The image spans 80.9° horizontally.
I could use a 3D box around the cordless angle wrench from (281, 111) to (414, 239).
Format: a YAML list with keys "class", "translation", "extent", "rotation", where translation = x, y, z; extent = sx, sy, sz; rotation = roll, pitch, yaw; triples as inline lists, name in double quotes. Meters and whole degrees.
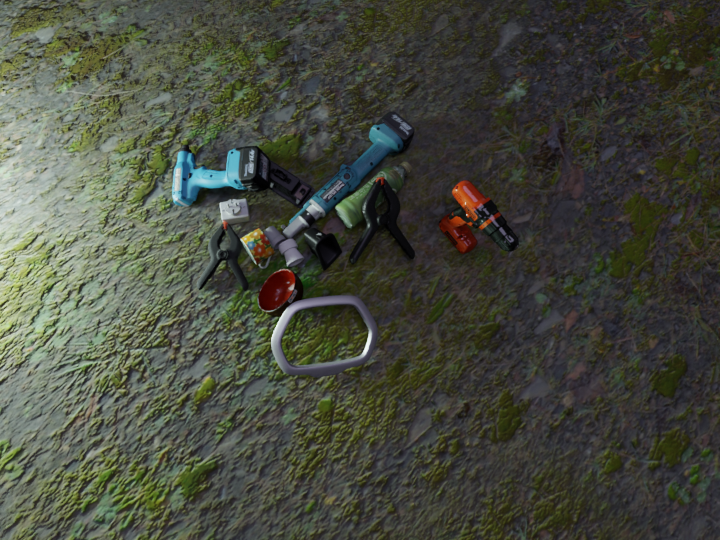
- class: "cordless angle wrench"
  translation: [-0.036, -0.229, 1.066]
  extent: [0.100, 0.073, 0.421]
  rotation: [43, 79, 8]

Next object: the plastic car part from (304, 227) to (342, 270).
- class: "plastic car part"
  translation: [-0.098, -0.064, 0.999]
  extent: [0.074, 0.111, 0.066]
  rotation: [35, 74, 28]

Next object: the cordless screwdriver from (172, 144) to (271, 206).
- class: "cordless screwdriver"
  translation: [-0.346, -0.252, 1.031]
  extent: [0.255, 0.071, 0.162]
  rotation: [-7, 74, 16]

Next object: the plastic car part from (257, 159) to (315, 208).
- class: "plastic car part"
  translation: [-0.216, -0.238, 1.067]
  extent: [0.207, 0.066, 0.066]
  rotation: [33, 83, 10]

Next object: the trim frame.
- class: "trim frame"
  translation: [-0.077, 0.148, 0.941]
  extent: [0.242, 0.028, 0.183]
  rotation: [-5, 94, -19]
